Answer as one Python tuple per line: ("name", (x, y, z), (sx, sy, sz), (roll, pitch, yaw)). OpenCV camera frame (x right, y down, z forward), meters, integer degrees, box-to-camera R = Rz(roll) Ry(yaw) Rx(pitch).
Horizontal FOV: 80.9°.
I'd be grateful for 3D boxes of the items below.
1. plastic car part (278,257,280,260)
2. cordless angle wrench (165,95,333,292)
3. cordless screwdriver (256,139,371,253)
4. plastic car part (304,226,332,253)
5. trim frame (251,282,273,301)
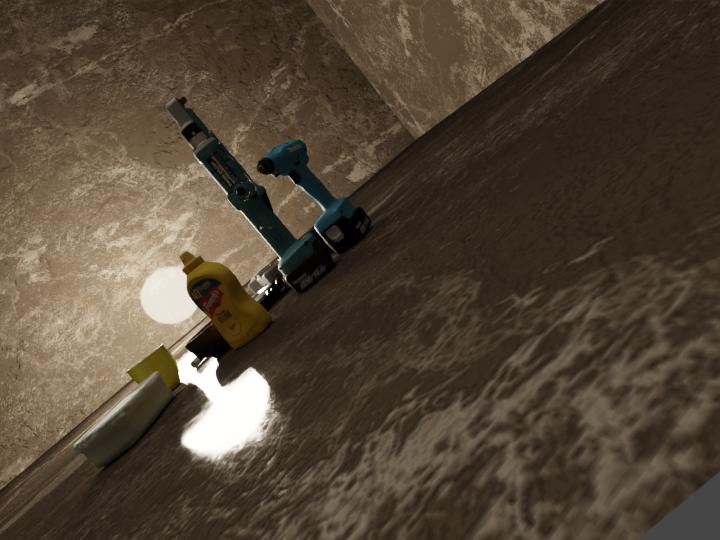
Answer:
("plastic car part", (-0.169, -0.037, 1.136), (0.066, 0.066, 0.207), (-42, 10, -15))
("cordless angle wrench", (-0.215, -0.145, 0.785), (0.098, 0.419, 0.075), (-40, 5, 0))
("cordless screwdriver", (-0.094, -0.145, 0.841), (0.076, 0.246, 0.158), (-36, 7, 33))
("plastic car part", (-0.096, -0.063, 0.985), (0.067, 0.070, 0.116), (-36, 10, 27))
("trim frame", (-0.307, 0.103, 1.137), (0.182, 0.027, 0.255), (-45, 12, -26))
